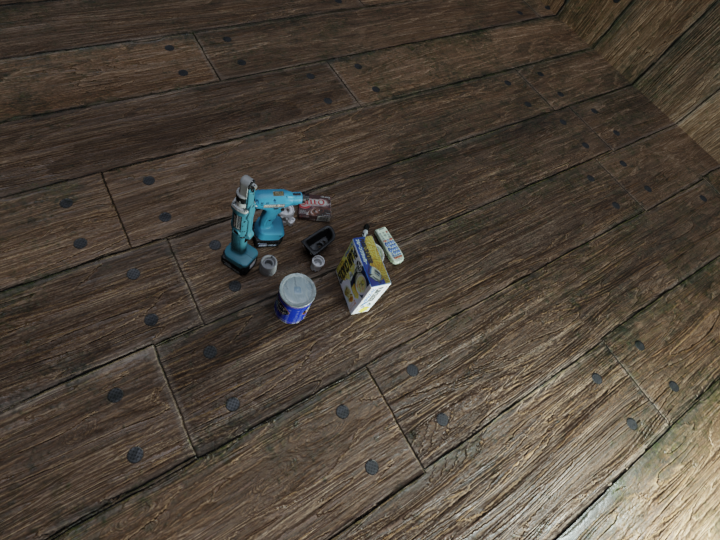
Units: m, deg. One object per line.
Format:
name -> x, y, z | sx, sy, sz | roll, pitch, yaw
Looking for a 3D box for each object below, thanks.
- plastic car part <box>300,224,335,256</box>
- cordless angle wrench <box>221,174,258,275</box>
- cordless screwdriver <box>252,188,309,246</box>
plastic car part -> -0.134, -0.088, 1.370 | 0.114, 0.070, 0.068 | -37, 77, -29
cordless angle wrench -> -0.319, -0.119, 1.140 | 0.099, 0.421, 0.074 | 35, 59, 1
cordless screwdriver -> -0.251, -0.161, 1.281 | 0.155, 0.247, 0.077 | -4, 65, -19
